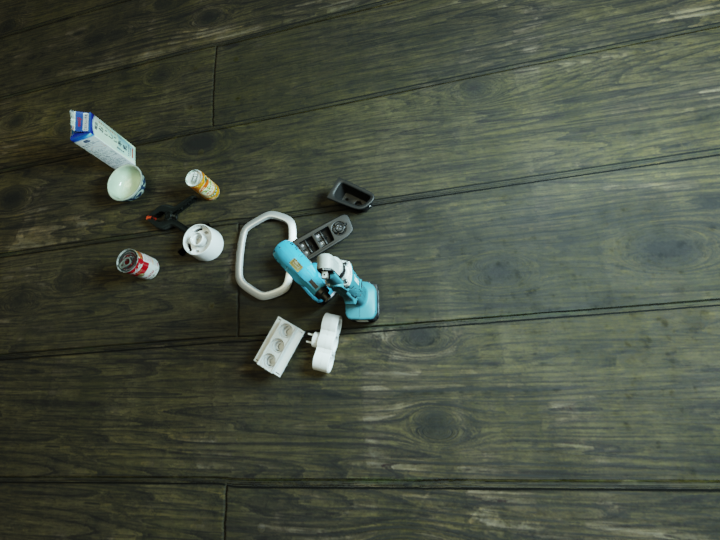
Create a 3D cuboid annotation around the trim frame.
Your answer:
[{"bbox_3d":[-0.251,-0.043,1.147,0.188,0.026,0.252,-2,73,14],"label":"trim frame"}]

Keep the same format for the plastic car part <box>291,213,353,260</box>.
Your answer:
[{"bbox_3d":[-0.107,-0.070,1.097,0.203,0.064,0.069,-32,70,3],"label":"plastic car part"}]

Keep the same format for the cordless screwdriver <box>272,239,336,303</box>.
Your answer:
[{"bbox_3d":[-0.103,0.027,0.972,0.074,0.240,0.165,-43,71,-3],"label":"cordless screwdriver"}]

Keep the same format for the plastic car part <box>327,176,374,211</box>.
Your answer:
[{"bbox_3d":[-0.017,-0.184,1.106,0.121,0.068,0.066,27,82,19],"label":"plastic car part"}]

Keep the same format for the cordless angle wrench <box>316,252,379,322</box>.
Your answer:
[{"bbox_3d":[-0.024,0.033,0.859,0.076,0.408,0.099,-2,75,10],"label":"cordless angle wrench"}]
